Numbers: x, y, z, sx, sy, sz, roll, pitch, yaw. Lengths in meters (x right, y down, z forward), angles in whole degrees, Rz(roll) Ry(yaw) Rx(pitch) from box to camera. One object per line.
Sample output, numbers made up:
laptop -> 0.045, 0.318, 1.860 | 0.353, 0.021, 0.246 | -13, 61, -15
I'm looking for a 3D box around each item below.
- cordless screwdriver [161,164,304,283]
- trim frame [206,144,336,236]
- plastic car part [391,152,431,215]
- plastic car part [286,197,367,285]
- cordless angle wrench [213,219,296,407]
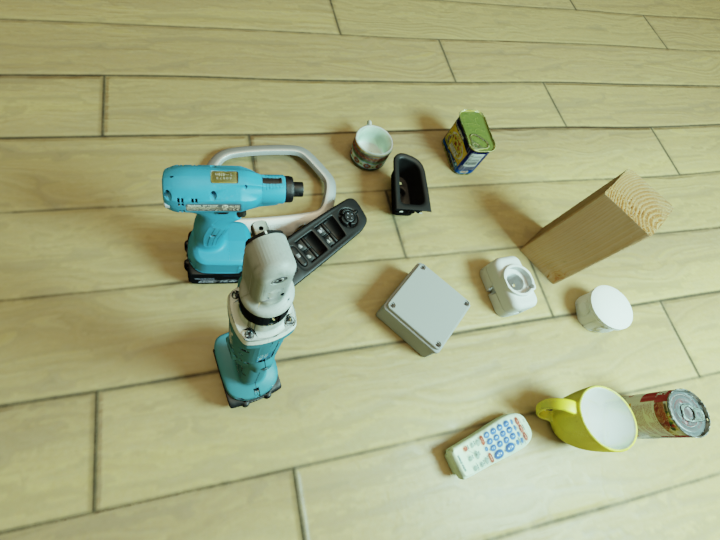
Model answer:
cordless screwdriver -> -0.172, -0.058, 0.578 | 0.155, 0.248, 0.076 | -1, 68, -17
trim frame -> -0.164, -0.144, 0.745 | 0.243, 0.027, 0.190 | -7, 67, -15
plastic car part -> 0.081, -0.147, 0.775 | 0.065, 0.070, 0.119 | 3, 65, -14
plastic car part -> -0.068, -0.044, 0.696 | 0.067, 0.067, 0.200 | 45, 64, 8
cordless angle wrench -> -0.109, 0.069, 0.432 | 0.072, 0.422, 0.101 | -16, 73, -23
